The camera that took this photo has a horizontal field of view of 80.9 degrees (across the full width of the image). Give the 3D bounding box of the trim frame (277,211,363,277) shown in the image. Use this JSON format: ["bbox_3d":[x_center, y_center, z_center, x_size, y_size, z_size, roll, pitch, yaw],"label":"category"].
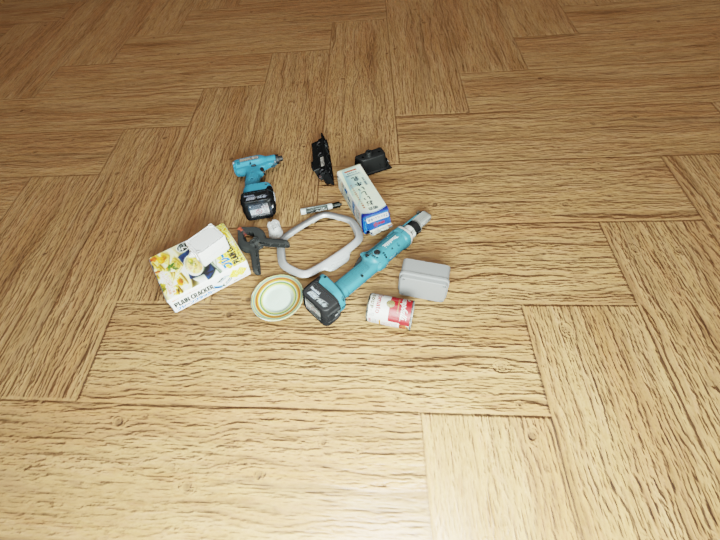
[{"bbox_3d":[-0.111,-0.073,1.136,0.245,0.026,0.194,-34,56,-20],"label":"trim frame"}]

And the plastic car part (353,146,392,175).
[{"bbox_3d":[0.032,-0.338,1.292,0.115,0.068,0.069,-18,53,-12],"label":"plastic car part"}]

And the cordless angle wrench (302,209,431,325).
[{"bbox_3d":[0.038,-0.030,1.063,0.417,0.072,0.103,-39,60,-24],"label":"cordless angle wrench"}]

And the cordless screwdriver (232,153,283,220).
[{"bbox_3d":[-0.296,-0.266,1.276,0.158,0.071,0.260,-15,49,-6],"label":"cordless screwdriver"}]

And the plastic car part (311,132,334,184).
[{"bbox_3d":[-0.122,-0.348,1.328,0.069,0.062,0.209,-21,51,21],"label":"plastic car part"}]
